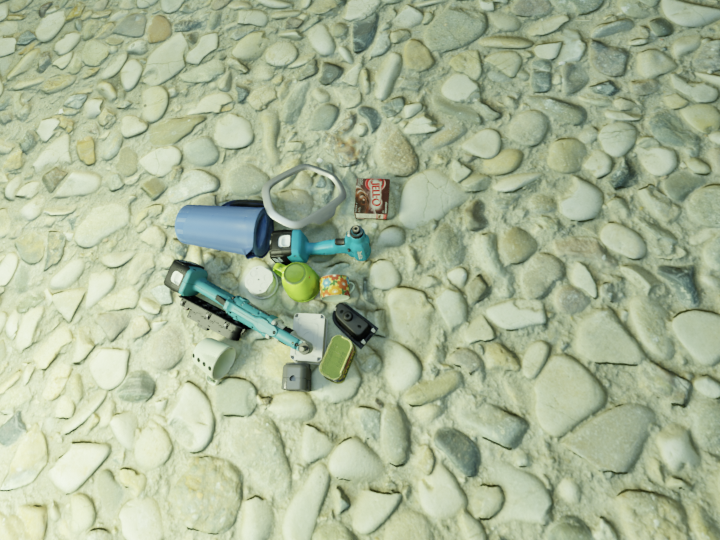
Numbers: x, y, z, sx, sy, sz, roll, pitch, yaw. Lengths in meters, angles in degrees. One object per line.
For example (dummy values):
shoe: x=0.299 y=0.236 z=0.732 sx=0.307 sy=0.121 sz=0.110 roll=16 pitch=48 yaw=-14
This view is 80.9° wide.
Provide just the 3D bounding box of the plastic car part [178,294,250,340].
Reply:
plastic car part: x=-0.370 y=0.122 z=1.063 sx=0.209 sy=0.064 sz=0.067 roll=19 pitch=83 yaw=15

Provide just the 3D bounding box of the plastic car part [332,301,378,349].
plastic car part: x=-0.022 y=0.120 z=1.004 sx=0.120 sy=0.069 sz=0.066 roll=39 pitch=77 yaw=16

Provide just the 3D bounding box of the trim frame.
trim frame: x=-0.149 y=-0.200 z=1.126 sx=0.189 sy=0.027 sz=0.244 roll=43 pitch=55 yaw=14

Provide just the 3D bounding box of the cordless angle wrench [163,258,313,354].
cordless angle wrench: x=-0.293 y=0.092 z=1.021 sx=0.441 sy=0.094 sz=0.074 roll=25 pitch=92 yaw=22

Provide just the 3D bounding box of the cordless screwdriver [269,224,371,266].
cordless screwdriver: x=-0.102 y=-0.067 z=1.044 sx=0.253 sy=0.153 sz=0.076 roll=-1 pitch=70 yaw=9
